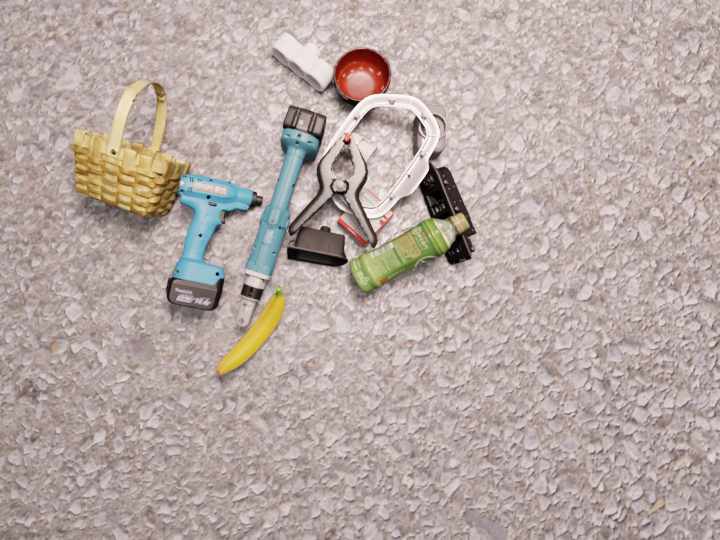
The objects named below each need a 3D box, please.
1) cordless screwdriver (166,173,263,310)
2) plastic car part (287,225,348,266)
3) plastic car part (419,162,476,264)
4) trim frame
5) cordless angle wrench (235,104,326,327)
[{"bbox_3d":[-0.277,-0.051,0.803,0.154,0.076,0.250,9,83,-21],"label":"cordless screwdriver"},{"bbox_3d":[-0.080,-0.052,0.813,0.116,0.065,0.072,7,70,-2],"label":"plastic car part"},{"bbox_3d":[0.171,-0.118,0.809,0.066,0.067,0.205,-22,85,-17],"label":"plastic car part"},{"bbox_3d":[0.035,-0.218,0.795,0.186,0.027,0.248,37,93,5],"label":"trim frame"},{"bbox_3d":[-0.162,-0.096,0.804,0.074,0.098,0.423,17,87,-4],"label":"cordless angle wrench"}]
